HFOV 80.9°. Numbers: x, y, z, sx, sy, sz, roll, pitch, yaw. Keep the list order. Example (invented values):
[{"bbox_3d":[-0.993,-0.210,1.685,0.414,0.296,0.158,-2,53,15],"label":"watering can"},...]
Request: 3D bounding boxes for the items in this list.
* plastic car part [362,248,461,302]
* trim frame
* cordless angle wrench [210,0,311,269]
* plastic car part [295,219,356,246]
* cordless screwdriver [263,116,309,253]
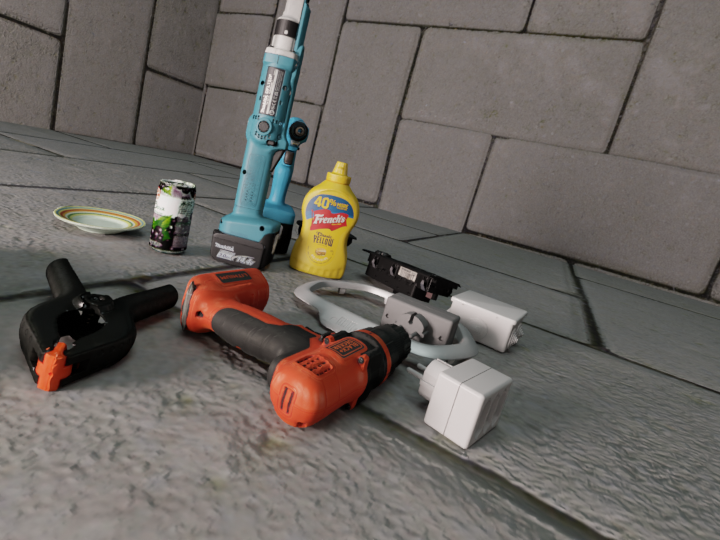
[{"bbox_3d":[0.068,0.010,0.703,0.063,0.066,0.214,7,14,-32],"label":"plastic car part"},{"bbox_3d":[0.028,0.058,0.546,0.262,0.027,0.176,23,16,33],"label":"trim frame"},{"bbox_3d":[-0.139,-0.214,0.643,0.098,0.420,0.075,15,11,1],"label":"cordless angle wrench"},{"bbox_3d":[-0.078,-0.051,0.799,0.111,0.070,0.069,7,14,-31],"label":"plastic car part"},{"bbox_3d":[-0.144,-0.155,0.776,0.072,0.247,0.165,11,12,-18],"label":"cordless screwdriver"}]
